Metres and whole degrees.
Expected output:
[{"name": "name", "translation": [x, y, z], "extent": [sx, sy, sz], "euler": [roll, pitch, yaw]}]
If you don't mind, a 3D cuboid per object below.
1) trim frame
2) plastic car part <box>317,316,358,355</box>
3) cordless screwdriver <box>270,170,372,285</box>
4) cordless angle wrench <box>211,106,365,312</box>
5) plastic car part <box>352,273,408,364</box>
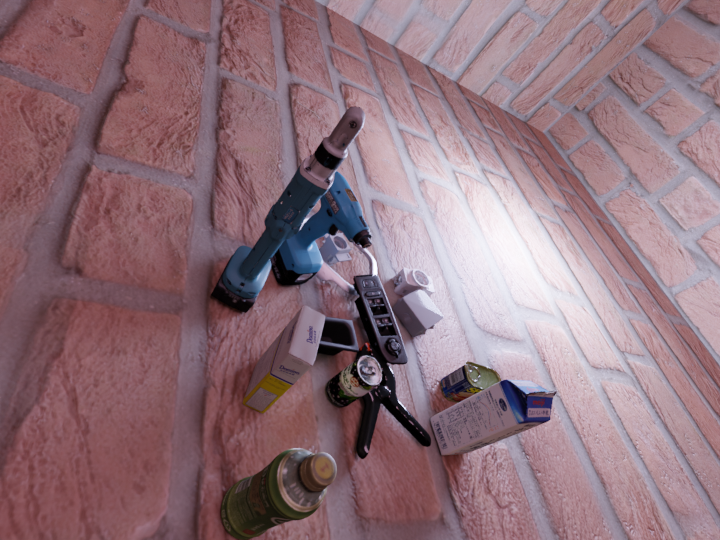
[{"name": "trim frame", "translation": [-0.059, -0.042, 0.992], "extent": [0.251, 0.028, 0.181], "euler": [44, 39, 5]}, {"name": "plastic car part", "translation": [-0.072, 0.128, 0.783], "extent": [0.111, 0.071, 0.069], "euler": [12, 48, -32]}, {"name": "cordless screwdriver", "translation": [-0.079, -0.052, 0.808], "extent": [0.071, 0.251, 0.165], "euler": [-3, 57, -43]}, {"name": "cordless angle wrench", "translation": [-0.119, -0.080, 0.662], "extent": [0.072, 0.427, 0.100], "euler": [31, 41, -17]}, {"name": "plastic car part", "translation": [0.032, 0.109, 0.889], "extent": [0.063, 0.067, 0.211], "euler": [3, 52, -39]}]
